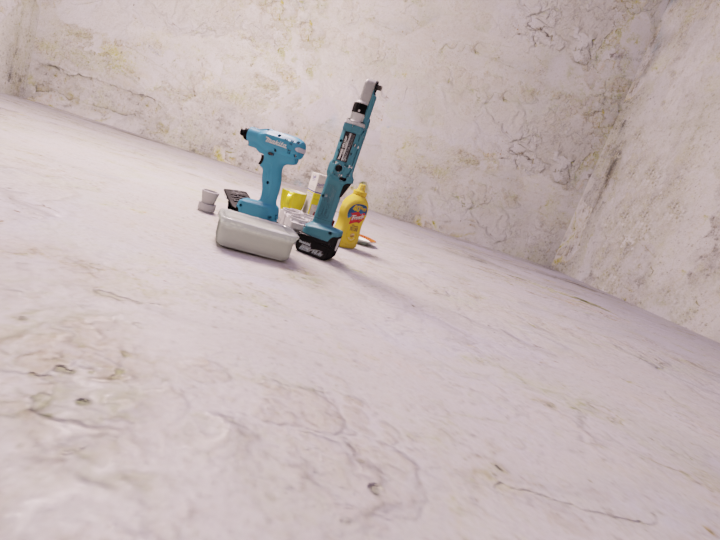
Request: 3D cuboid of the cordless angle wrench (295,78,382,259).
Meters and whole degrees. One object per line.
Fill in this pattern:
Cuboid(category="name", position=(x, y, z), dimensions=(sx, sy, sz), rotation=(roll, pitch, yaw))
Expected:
Cuboid(category="cordless angle wrench", position=(-0.044, -0.234, 0.987), dimensions=(0.100, 0.420, 0.073), rotation=(22, 11, 10))

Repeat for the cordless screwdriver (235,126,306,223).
Cuboid(category="cordless screwdriver", position=(-0.233, -0.200, 0.969), dimensions=(0.164, 0.247, 0.072), rotation=(22, 11, 15))

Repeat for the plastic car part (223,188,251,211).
Cuboid(category="plastic car part", position=(-0.327, -0.170, 1.127), dimensions=(0.063, 0.067, 0.213), rotation=(13, 13, -28))
